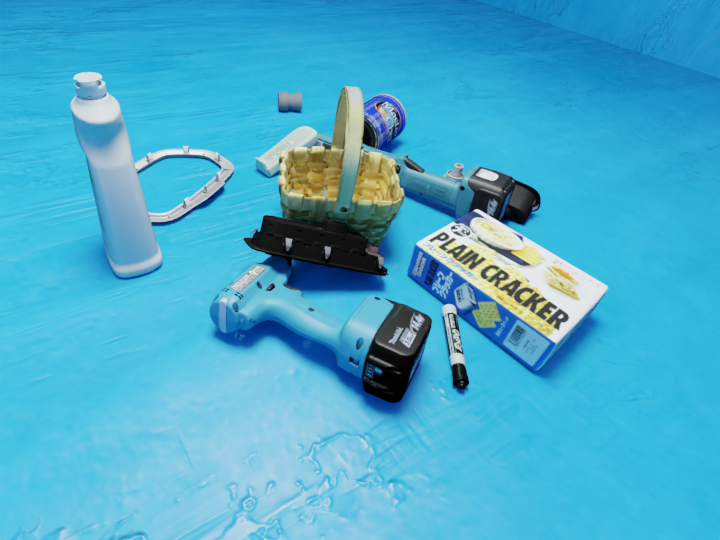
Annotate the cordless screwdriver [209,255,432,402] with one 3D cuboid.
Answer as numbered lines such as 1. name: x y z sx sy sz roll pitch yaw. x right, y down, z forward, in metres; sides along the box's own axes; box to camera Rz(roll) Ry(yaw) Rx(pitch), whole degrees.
1. cordless screwdriver: -0.042 0.049 0.524 0.257 0.073 0.158 18 33 16

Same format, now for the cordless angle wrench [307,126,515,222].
1. cordless angle wrench: 0.060 -0.191 0.800 0.443 0.095 0.073 26 44 25

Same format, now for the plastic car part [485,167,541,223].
1. plastic car part: 0.265 -0.126 0.776 0.121 0.064 0.070 29 60 17

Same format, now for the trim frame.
1. trim frame: -0.333 -0.162 0.748 0.188 0.027 0.248 19 41 11

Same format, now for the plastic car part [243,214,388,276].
1. plastic car part: -0.057 -0.037 0.582 0.197 0.066 0.069 6 23 -17
